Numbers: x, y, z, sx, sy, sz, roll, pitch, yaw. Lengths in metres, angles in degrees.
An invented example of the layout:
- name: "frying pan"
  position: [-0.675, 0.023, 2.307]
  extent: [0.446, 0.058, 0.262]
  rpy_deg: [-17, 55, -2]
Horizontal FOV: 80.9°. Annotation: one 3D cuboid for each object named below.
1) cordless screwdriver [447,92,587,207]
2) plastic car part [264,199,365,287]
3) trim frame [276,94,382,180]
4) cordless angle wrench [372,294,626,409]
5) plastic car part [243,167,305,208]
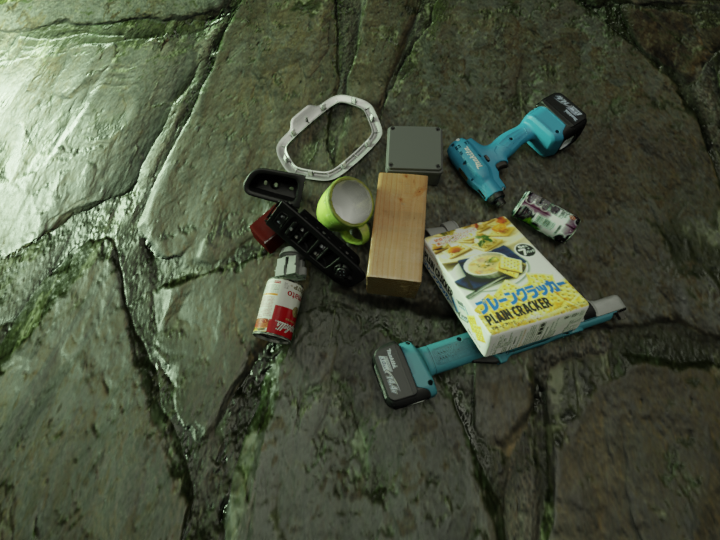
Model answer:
- name: "cordless screwdriver"
  position: [0.317, -0.232, 0.827]
  extent: [0.248, 0.072, 0.165]
  rpy_deg: [-27, 67, -2]
- name: "plastic car part"
  position: [-0.075, -0.049, 0.766]
  extent: [0.203, 0.066, 0.067]
  rpy_deg: [43, 120, 0]
- name: "trim frame"
  position: [-0.068, -0.293, 0.917]
  extent: [0.191, 0.026, 0.247]
  rpy_deg: [41, 78, 21]
- name: "cordless angle wrench"
  position: [0.230, 0.112, 0.685]
  extent: [0.420, 0.072, 0.101]
  rpy_deg: [-17, 66, -4]
- name: "plastic car part"
  position: [-0.168, -0.170, 0.849]
  extent: [0.117, 0.071, 0.065]
  rpy_deg: [13, 100, 3]
